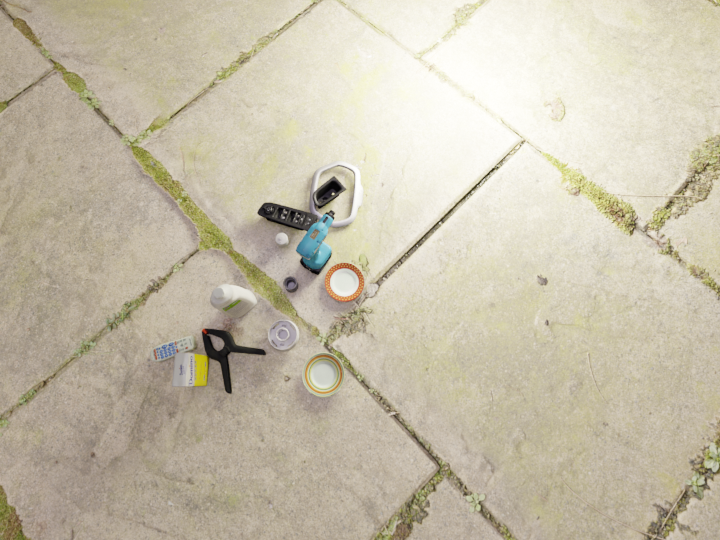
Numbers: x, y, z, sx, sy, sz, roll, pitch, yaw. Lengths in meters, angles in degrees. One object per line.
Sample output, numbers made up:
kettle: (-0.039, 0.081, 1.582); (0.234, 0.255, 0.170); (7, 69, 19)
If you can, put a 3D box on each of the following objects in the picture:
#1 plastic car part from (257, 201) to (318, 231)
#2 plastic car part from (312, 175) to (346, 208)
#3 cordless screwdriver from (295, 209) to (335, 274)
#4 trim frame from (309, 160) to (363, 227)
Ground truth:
plastic car part: (-0.245, -0.178, 1.423); (0.206, 0.066, 0.067); (18, 76, 7)
plastic car part: (-0.114, -0.254, 1.438); (0.116, 0.070, 0.068); (-39, 78, -9)
cordless screwdriver: (-0.127, -0.083, 1.296); (0.076, 0.245, 0.159); (32, 77, 6)
trim frame: (-0.082, -0.265, 1.462); (0.185, 0.027, 0.252); (4, 74, 4)
